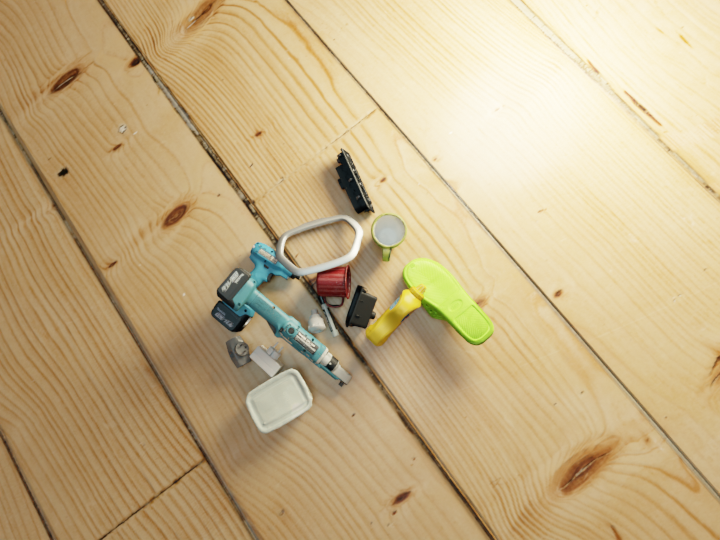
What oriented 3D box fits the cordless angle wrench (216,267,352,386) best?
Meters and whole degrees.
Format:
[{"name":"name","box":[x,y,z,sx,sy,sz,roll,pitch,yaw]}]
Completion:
[{"name":"cordless angle wrench","box":[-0.187,0.156,1.107,0.419,0.075,0.098,40,77,-4]}]

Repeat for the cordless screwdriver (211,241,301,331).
[{"name":"cordless screwdriver","box":[-0.287,0.060,1.172,0.162,0.073,0.249,32,82,7]}]

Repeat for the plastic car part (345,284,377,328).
[{"name":"plastic car part","box":[0.008,0.104,1.137,0.070,0.067,0.117,17,86,-7]}]

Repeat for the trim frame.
[{"name":"trim frame","box":[-0.113,-0.074,1.159,0.249,0.026,0.192,-19,55,3]}]

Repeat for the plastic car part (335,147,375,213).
[{"name":"plastic car part","box":[-0.023,-0.244,1.196,0.068,0.064,0.207,-30,78,10]}]
